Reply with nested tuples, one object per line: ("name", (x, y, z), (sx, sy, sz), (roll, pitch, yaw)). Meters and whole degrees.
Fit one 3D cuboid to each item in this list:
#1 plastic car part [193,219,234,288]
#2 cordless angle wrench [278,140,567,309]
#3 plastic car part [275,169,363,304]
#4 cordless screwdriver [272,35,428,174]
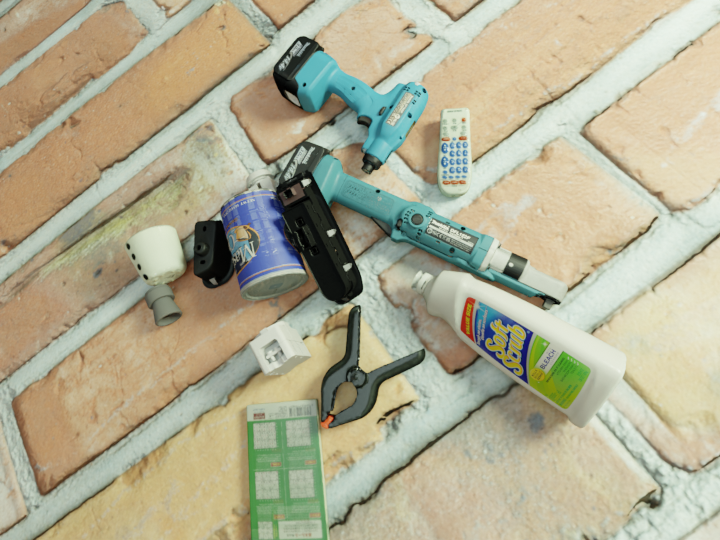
("plastic car part", (-0.243, -0.035, 0.685), (0.067, 0.068, 0.119), (-5, 71, 12))
("cordless angle wrench", (0.079, -0.065, 0.612), (0.437, 0.072, 0.098), (27, 83, 17))
("plastic car part", (-0.059, -0.039, 0.606), (0.067, 0.067, 0.200), (-25, 98, 18))
("cordless screwdriver", (-0.034, -0.272, 0.697), (0.257, 0.072, 0.159), (31, 85, 16))
